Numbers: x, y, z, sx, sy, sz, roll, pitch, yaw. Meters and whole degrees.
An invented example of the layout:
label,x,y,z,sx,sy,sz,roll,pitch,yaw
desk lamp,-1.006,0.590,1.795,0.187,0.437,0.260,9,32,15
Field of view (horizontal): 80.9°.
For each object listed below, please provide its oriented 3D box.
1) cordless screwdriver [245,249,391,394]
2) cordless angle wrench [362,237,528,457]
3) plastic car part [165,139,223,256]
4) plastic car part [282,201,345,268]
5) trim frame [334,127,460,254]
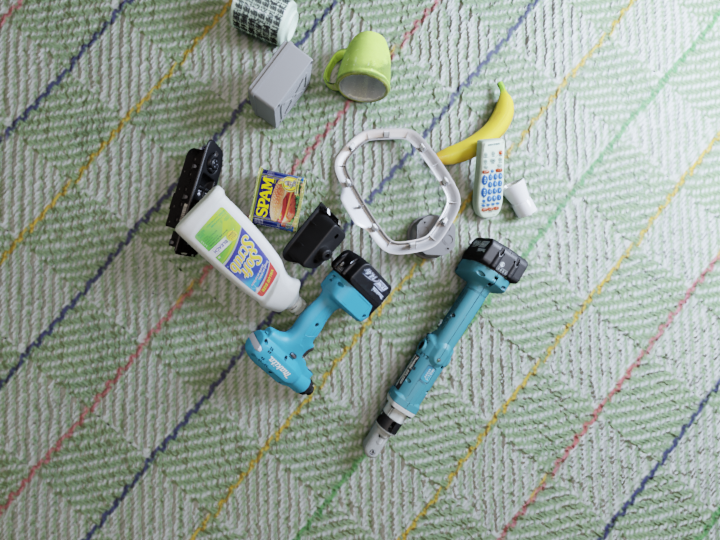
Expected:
label,x,y,z,sx,sy,sz,roll,pitch,yaw
cordless screwdriver,-0.057,0.095,0.717,0.248,0.078,0.151,-43,122,-6
cordless angle wrench,0.126,0.140,0.724,0.073,0.099,0.423,33,90,-8
plastic car part,-0.292,-0.129,0.738,0.070,0.064,0.203,18,88,22
plastic car part,-0.071,-0.046,0.722,0.116,0.062,0.075,-52,45,-4
trim frame,0.059,-0.145,0.733,0.185,0.027,0.255,-29,75,3
